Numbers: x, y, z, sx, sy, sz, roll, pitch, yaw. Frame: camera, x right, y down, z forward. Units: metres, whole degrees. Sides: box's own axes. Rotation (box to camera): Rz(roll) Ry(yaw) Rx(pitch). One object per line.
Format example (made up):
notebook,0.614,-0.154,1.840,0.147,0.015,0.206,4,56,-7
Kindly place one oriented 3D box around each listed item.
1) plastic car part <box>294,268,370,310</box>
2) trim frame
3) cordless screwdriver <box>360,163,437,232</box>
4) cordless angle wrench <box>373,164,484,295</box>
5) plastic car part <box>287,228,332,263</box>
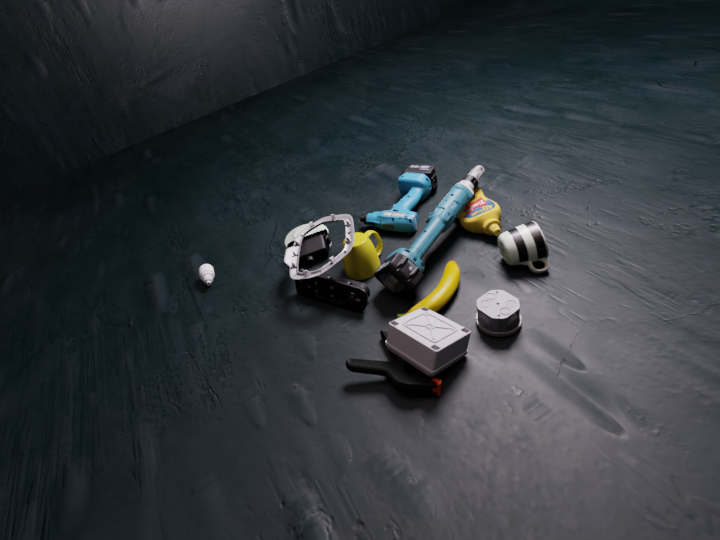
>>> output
plastic car part,-0.060,0.042,0.971,0.214,0.065,0.064,16,22,38
trim frame,-0.100,-0.065,1.019,0.187,0.026,0.256,-23,35,16
cordless screwdriver,0.113,-0.202,1.187,0.167,0.071,0.249,7,48,30
cordless angle wrench,0.187,-0.119,0.991,0.420,0.074,0.099,-50,5,-26
plastic car part,-0.130,-0.051,1.116,0.117,0.063,0.074,-21,51,2
